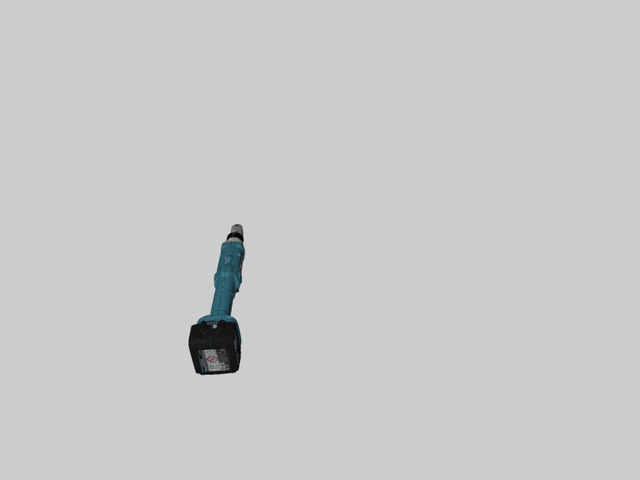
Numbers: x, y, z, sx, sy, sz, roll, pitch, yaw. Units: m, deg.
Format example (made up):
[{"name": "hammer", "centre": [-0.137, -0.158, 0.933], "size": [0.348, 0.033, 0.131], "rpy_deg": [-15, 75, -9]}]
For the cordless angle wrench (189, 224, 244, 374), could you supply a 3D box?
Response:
[{"name": "cordless angle wrench", "centre": [-0.191, 0.083, 0.876], "size": [0.074, 0.098, 0.421], "rpy_deg": [-3, 33, -3]}]
